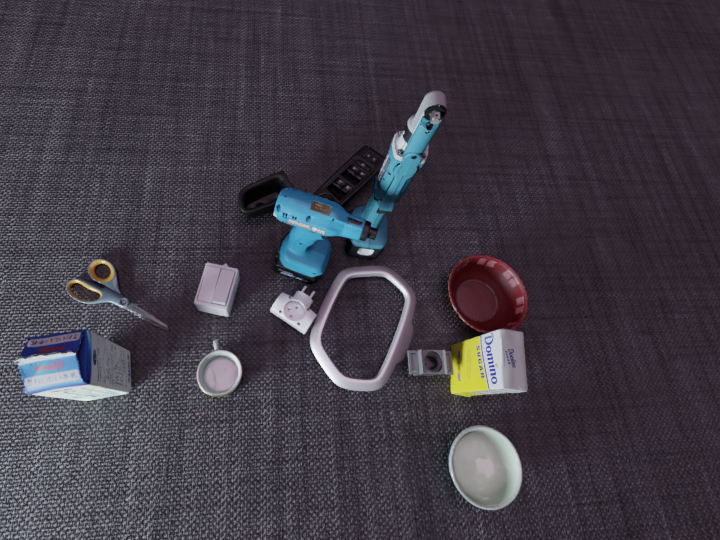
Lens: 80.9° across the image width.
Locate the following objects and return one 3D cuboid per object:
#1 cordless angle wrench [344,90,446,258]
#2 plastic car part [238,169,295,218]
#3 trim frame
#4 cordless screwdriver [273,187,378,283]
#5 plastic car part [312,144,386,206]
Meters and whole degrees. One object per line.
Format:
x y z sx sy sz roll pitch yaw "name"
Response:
0.048 -0.137 0.693 0.073 0.420 0.100 8 69 -10 "cordless angle wrench"
-0.193 -0.141 0.853 0.114 0.070 0.068 -28 76 -18 "plastic car part"
0.010 0.102 0.801 0.185 0.027 0.250 23 66 2 "trim frame"
-0.072 -0.047 0.733 0.159 0.247 0.075 20 67 -4 "cordless screwdriver"
-0.033 -0.176 0.891 0.067 0.066 0.201 41 68 7 "plastic car part"
